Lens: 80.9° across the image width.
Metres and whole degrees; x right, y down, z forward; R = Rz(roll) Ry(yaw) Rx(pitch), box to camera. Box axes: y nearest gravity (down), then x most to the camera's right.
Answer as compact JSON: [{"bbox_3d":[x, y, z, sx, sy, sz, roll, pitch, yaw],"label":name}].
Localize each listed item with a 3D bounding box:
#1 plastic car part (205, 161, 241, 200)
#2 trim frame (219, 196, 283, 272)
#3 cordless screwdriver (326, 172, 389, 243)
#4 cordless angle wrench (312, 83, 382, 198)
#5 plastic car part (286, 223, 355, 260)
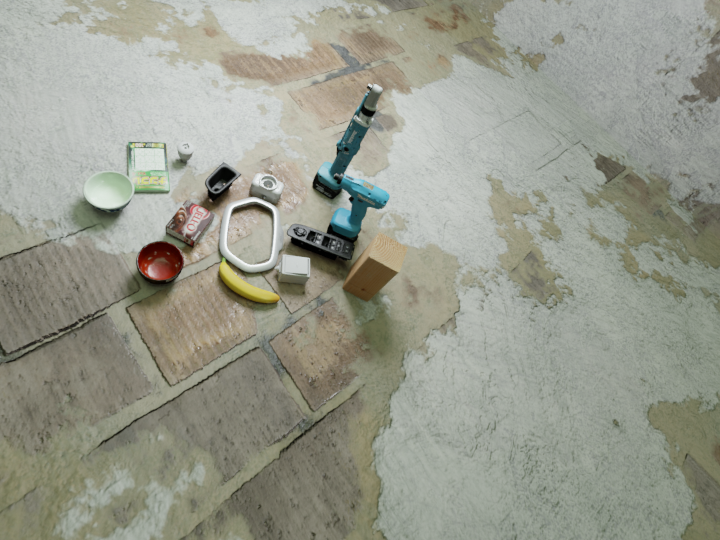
[{"bbox_3d":[-0.413,-0.250,1.239,0.066,0.071,0.116,34,56,-2],"label":"plastic car part"},{"bbox_3d":[-0.310,-0.106,1.219,0.179,0.027,0.256,6,59,-16],"label":"trim frame"},{"bbox_3d":[-0.037,-0.178,1.225,0.158,0.249,0.075,28,56,-7],"label":"cordless screwdriver"},{"bbox_3d":[-0.033,-0.367,1.231,0.098,0.424,0.074,35,56,-4],"label":"cordless angle wrench"},{"bbox_3d":[-0.122,-0.080,1.247,0.201,0.067,0.067,23,57,-6],"label":"plastic car part"}]
